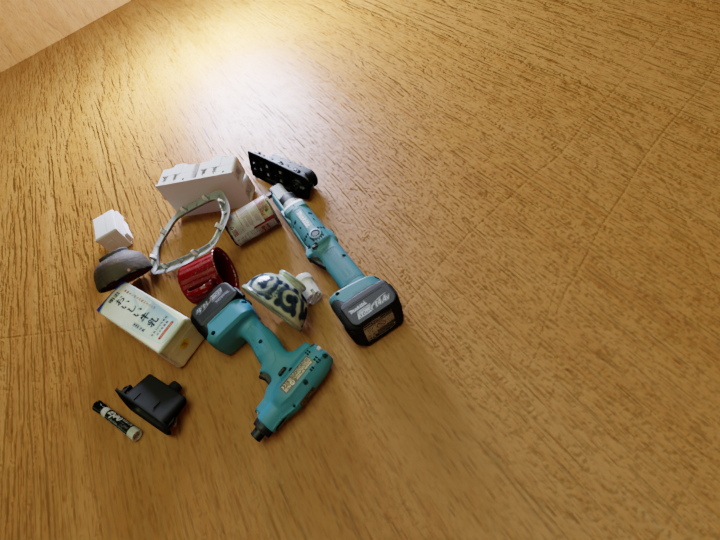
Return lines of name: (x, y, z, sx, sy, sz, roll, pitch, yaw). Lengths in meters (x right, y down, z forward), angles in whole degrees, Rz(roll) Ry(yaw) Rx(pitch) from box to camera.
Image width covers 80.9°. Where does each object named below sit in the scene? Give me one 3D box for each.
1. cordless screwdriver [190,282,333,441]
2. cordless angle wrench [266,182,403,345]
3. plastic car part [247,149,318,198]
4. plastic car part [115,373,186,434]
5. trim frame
cordless screwdriver: (-0.182, 0.138, 0.684, 0.262, 0.071, 0.158, 30, 70, 30)
cordless angle wrench: (-0.077, -0.050, 0.783, 0.097, 0.071, 0.447, -33, 50, -7)
plastic car part: (-0.168, -0.216, 0.942, 0.065, 0.064, 0.214, -27, 45, -35)
plastic car part: (-0.330, 0.212, 0.695, 0.121, 0.063, 0.071, 15, 48, 24)
trim frame: (-0.363, -0.079, 0.887, 0.256, 0.026, 0.189, -17, 55, 28)
